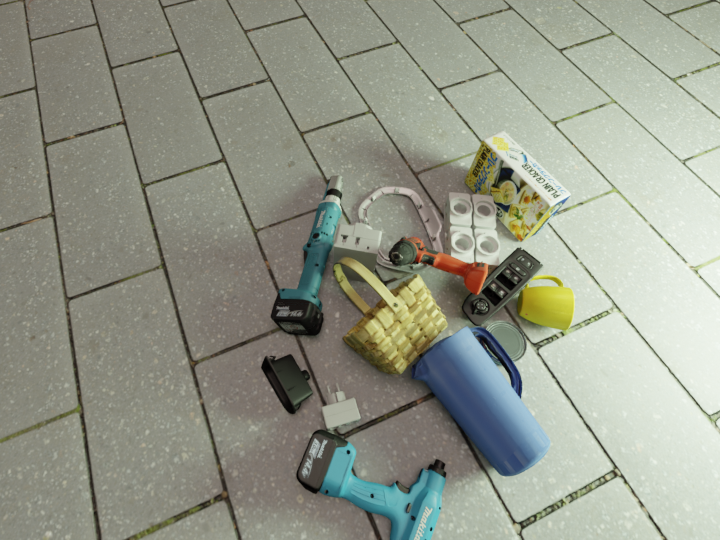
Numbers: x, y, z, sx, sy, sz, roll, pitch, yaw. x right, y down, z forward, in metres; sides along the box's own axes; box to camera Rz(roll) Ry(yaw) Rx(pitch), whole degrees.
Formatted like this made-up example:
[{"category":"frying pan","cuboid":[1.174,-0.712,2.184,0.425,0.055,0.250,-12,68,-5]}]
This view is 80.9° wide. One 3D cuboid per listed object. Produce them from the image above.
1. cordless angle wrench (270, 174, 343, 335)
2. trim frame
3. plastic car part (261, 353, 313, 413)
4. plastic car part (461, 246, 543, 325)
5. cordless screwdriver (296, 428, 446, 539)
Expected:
[{"category":"cordless angle wrench","cuboid":[-0.095,-0.062,0.967,0.101,0.070,0.430,-3,55,23]},{"category":"trim frame","cuboid":[0.098,-0.106,1.016,0.182,0.027,0.258,-13,61,-8]},{"category":"plastic car part","cuboid":[-0.137,0.214,0.831,0.069,0.065,0.121,-27,68,-31]},{"category":"plastic car part","cuboid":[0.293,0.039,0.910,0.201,0.066,0.068,-41,78,-15]},{"category":"cordless screwdriver","cuboid":[0.021,0.359,0.740,0.254,0.073,0.159,26,64,10]}]
